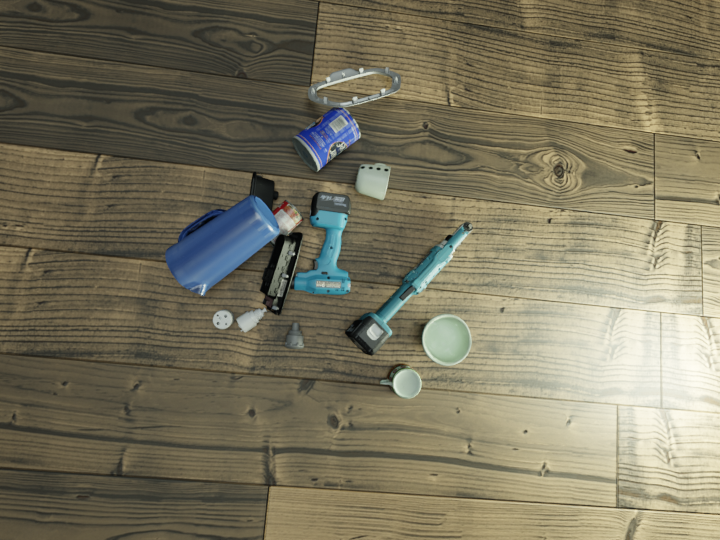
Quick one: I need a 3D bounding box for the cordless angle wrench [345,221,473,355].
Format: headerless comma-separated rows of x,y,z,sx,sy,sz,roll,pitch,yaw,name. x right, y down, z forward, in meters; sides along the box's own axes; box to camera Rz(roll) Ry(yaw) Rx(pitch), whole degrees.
0.136,0.028,1.046,0.074,0.099,0.421,45,77,-3,cordless angle wrench

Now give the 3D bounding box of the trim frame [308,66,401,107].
-0.014,-0.470,1.073,0.246,0.026,0.194,-22,47,-10,trim frame

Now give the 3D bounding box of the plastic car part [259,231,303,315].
-0.195,-0.002,1.006,0.064,0.070,0.203,21,89,-33,plastic car part

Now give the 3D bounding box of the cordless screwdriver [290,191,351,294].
-0.102,-0.067,1.041,0.158,0.075,0.249,3,87,-5,cordless screwdriver

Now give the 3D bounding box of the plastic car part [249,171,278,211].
-0.241,-0.186,1.053,0.068,0.068,0.117,12,79,-22,plastic car part
